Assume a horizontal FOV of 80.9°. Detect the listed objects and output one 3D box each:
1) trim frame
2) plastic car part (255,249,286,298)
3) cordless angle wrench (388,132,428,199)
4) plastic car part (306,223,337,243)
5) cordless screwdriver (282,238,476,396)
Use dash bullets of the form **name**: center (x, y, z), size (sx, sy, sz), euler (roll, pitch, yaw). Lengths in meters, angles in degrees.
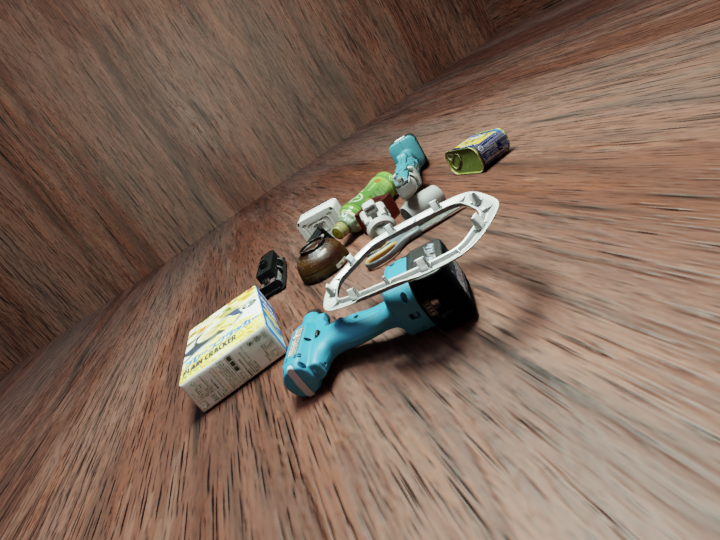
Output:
- **trim frame**: center (0.049, -0.025, 0.513), size (0.256, 0.027, 0.184), euler (-23, 25, 35)
- **plastic car part**: center (-0.217, 0.001, 1.008), size (0.066, 0.065, 0.207), euler (-39, 17, 7)
- **cordless angle wrench**: center (0.105, -0.227, 0.944), size (0.076, 0.095, 0.426), euler (-27, 19, 18)
- **plastic car part**: center (-0.095, -0.062, 0.975), size (0.071, 0.064, 0.120), euler (-49, 18, -2)
- **cordless screwdriver**: center (0.012, 0.051, 0.546), size (0.252, 0.072, 0.162), euler (-31, 20, 17)
